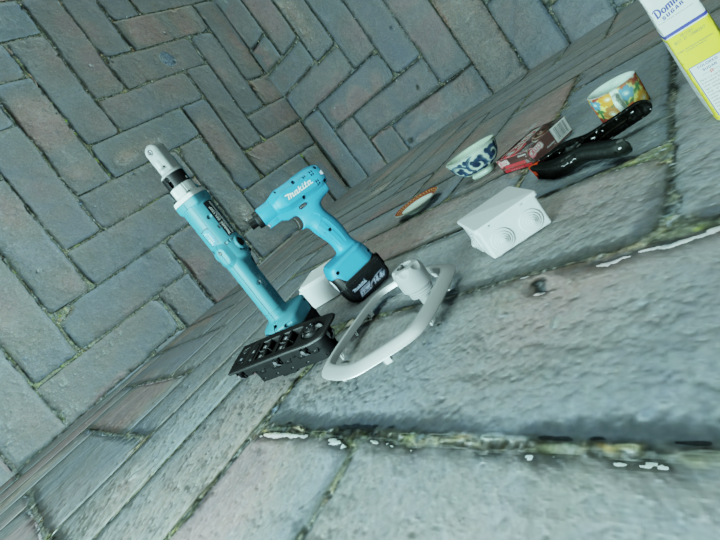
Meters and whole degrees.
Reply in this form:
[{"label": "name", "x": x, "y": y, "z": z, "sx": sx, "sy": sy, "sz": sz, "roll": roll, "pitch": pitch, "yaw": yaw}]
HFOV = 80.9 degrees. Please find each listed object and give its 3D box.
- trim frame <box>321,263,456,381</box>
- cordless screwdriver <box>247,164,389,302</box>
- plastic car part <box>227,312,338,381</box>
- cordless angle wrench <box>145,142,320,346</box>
[{"label": "trim frame", "x": 0.039, "y": 0.062, "z": 0.566, "sx": 0.189, "sy": 0.027, "sz": 0.246, "roll": -27, "pitch": 17, "yaw": 38}, {"label": "cordless screwdriver", "x": -0.074, "y": -0.049, "z": 0.762, "sx": 0.158, "sy": 0.245, "sz": 0.076, "roll": -38, "pitch": 8, "yaw": -8}, {"label": "plastic car part", "x": -0.112, "y": 0.127, "z": 0.648, "sx": 0.207, "sy": 0.066, "sz": 0.066, "roll": -30, "pitch": 12, "yaw": 30}, {"label": "cordless angle wrench", "x": -0.217, "y": -0.036, "z": 0.707, "sx": 0.075, "sy": 0.417, "sz": 0.098, "roll": -34, "pitch": 8, "yaw": 23}]
